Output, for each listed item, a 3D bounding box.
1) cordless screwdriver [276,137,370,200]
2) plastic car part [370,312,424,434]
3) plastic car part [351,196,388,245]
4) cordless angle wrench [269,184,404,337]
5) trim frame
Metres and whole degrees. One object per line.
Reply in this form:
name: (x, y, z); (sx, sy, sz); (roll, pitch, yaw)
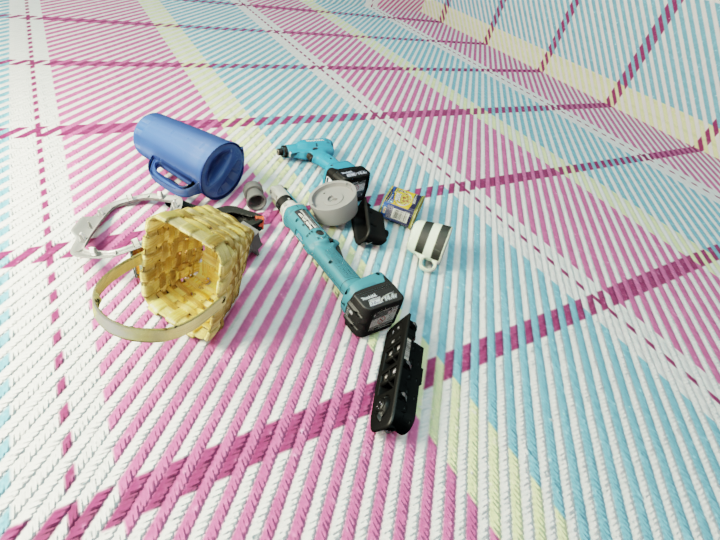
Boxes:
cordless screwdriver: (-0.097, -0.261, 1.065); (0.154, 0.073, 0.263); (-14, 44, -28)
plastic car part: (0.060, 0.163, 0.644); (0.066, 0.067, 0.204); (40, 38, -13)
plastic car part: (0.026, -0.093, 0.924); (0.068, 0.066, 0.121); (15, 41, -24)
cordless angle wrench: (-0.082, -0.054, 0.839); (0.095, 0.073, 0.446); (-15, 46, -31)
trim frame: (-0.425, -0.092, 0.773); (0.183, 0.026, 0.258); (-10, 36, -3)
